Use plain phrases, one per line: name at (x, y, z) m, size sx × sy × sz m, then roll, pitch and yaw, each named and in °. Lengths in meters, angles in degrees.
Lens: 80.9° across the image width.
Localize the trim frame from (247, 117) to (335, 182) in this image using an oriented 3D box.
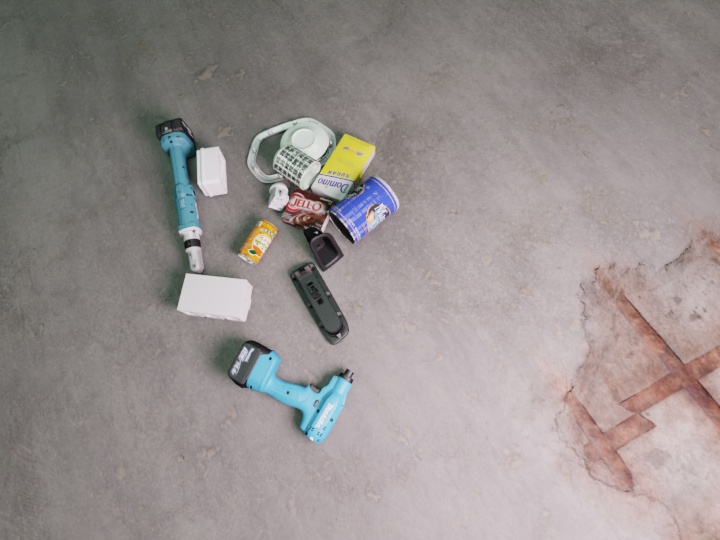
trim frame at (-0.187, -0.326, 1.141) m, size 0.248 × 0.027 × 0.190 m, roll -19°, pitch 70°, yaw -2°

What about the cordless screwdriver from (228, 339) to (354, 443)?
cordless screwdriver at (-0.147, 0.231, 0.907) m, size 0.255 × 0.072 × 0.159 m, roll 29°, pitch 75°, yaw 12°

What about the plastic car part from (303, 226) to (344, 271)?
plastic car part at (-0.097, -0.064, 0.996) m, size 0.065 × 0.110 × 0.075 m, roll -39°, pitch 49°, yaw -10°

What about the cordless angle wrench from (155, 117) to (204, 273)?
cordless angle wrench at (-0.454, -0.194, 1.095) m, size 0.075 × 0.095 × 0.434 m, roll -17°, pitch 72°, yaw 2°

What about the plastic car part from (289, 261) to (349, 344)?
plastic car part at (-0.091, 0.069, 0.967) m, size 0.065 × 0.066 × 0.209 m, roll -27°, pitch 72°, yaw -13°
